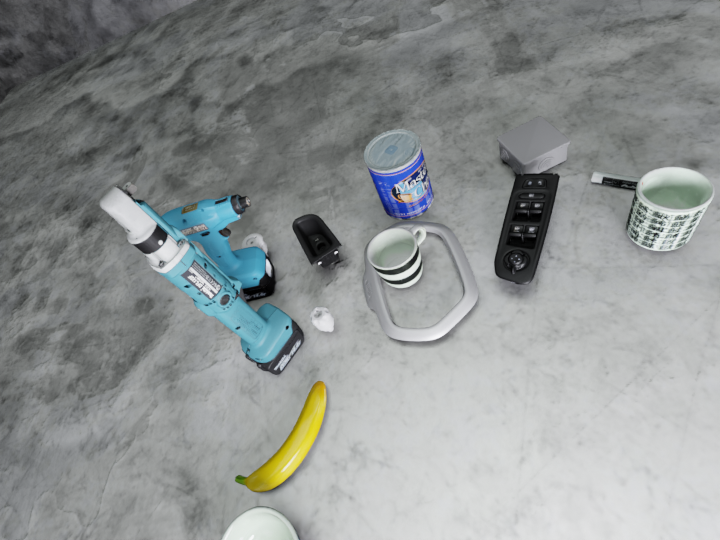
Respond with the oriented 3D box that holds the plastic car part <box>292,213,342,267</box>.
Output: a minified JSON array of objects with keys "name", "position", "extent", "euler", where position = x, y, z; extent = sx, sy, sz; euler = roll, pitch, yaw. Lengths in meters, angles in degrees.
[{"name":"plastic car part","position":[-0.080,-0.052,0.818],"extent":[0.066,0.067,0.123],"euler":[-33,51,-2]}]

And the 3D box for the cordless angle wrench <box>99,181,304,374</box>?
[{"name":"cordless angle wrench","position":[-0.206,0.030,0.601],"extent":[0.078,0.401,0.098],"euler":[25,69,33]}]

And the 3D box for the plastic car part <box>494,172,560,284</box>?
[{"name":"plastic car part","position":[0.262,-0.061,0.674],"extent":[0.069,0.063,0.204],"euler":[10,62,28]}]

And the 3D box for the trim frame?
[{"name":"trim frame","position":[0.091,0.008,0.726],"extent":[0.186,0.026,0.258],"euler":[-20,52,10]}]

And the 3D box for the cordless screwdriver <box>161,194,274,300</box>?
[{"name":"cordless screwdriver","position":[-0.225,-0.040,0.765],"extent":[0.162,0.236,0.077],"euler":[-14,53,13]}]
